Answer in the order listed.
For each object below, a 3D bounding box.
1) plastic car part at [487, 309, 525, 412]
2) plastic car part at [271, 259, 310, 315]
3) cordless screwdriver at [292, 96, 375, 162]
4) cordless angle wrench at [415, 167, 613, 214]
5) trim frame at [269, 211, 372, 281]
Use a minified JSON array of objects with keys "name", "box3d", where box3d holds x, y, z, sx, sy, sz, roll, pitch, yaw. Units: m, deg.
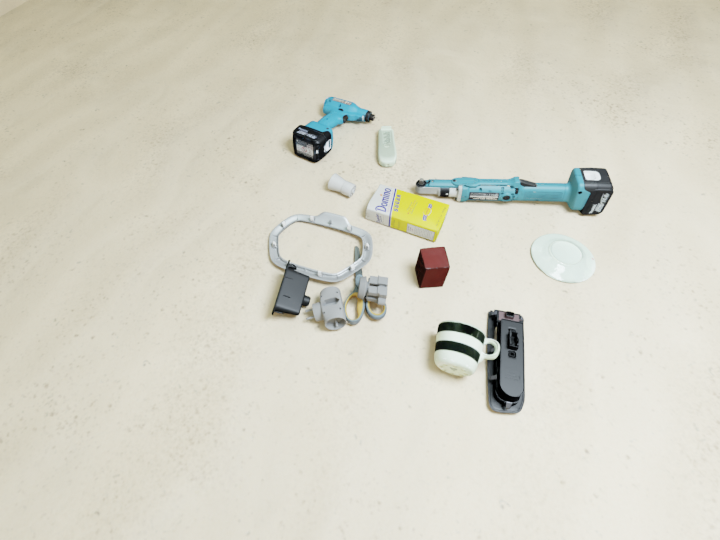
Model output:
[{"name":"plastic car part","box3d":[0.271,0.156,0.767,0.067,0.065,0.206,14,58,2]},{"name":"plastic car part","box3d":[-0.138,0.049,0.875,0.070,0.065,0.119,13,57,-7]},{"name":"cordless screwdriver","box3d":[-0.075,-0.402,1.192,0.165,0.072,0.248,21,54,17]},{"name":"cordless angle wrench","box3d":[0.347,-0.193,1.007,0.431,0.094,0.076,3,54,11]},{"name":"trim frame","box3d":[-0.094,-0.061,0.961,0.258,0.026,0.185,15,54,20]}]
